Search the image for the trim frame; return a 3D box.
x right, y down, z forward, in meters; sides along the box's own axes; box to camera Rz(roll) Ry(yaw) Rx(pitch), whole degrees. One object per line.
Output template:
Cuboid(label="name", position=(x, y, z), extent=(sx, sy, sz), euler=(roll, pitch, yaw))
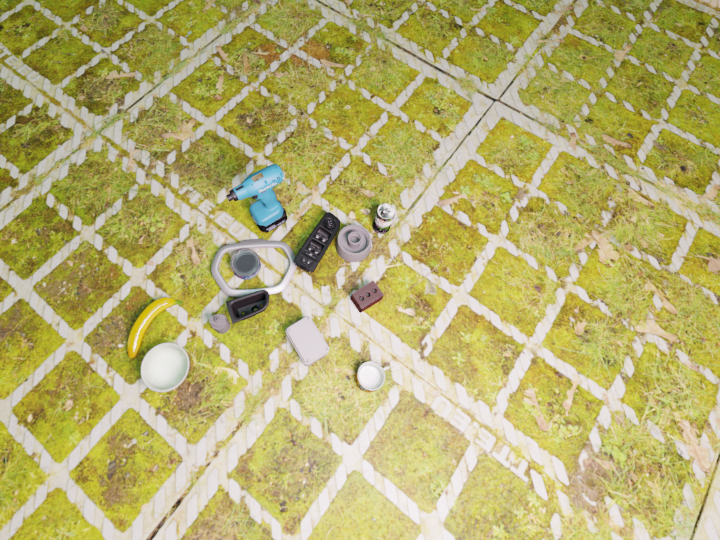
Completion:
Cuboid(label="trim frame", position=(-0.310, -0.012, 1.235), extent=(0.247, 0.027, 0.189), euler=(-6, 67, -4))

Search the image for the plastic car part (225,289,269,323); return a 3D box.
Cuboid(label="plastic car part", position=(-0.301, 0.102, 1.162), extent=(0.115, 0.069, 0.068), euler=(-20, 70, -11))

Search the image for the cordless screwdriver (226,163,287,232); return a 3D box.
Cuboid(label="cordless screwdriver", position=(-0.288, -0.190, 1.196), extent=(0.157, 0.244, 0.077), euler=(-31, 75, -16))

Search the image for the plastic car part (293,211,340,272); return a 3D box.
Cuboid(label="plastic car part", position=(-0.122, -0.080, 1.247), extent=(0.067, 0.066, 0.203), euler=(26, 68, 7))
